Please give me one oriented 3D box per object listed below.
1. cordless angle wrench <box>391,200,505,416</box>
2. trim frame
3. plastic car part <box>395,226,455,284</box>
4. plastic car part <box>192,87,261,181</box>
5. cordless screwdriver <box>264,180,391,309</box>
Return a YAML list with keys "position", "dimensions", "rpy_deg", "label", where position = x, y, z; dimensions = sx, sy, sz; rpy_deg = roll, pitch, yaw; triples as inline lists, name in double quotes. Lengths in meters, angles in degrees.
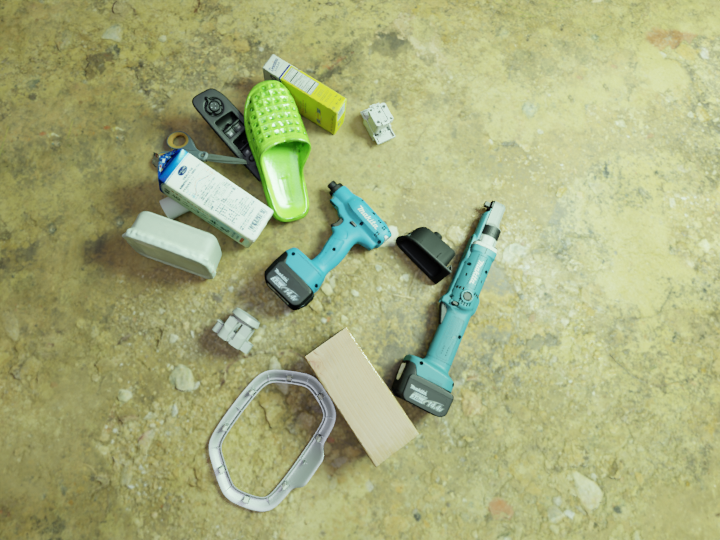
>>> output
- position: [0.187, 0.052, 0.789]
  dimensions: [0.099, 0.074, 0.424]
  rpy_deg: [26, 76, 2]
  label: "cordless angle wrench"
- position: [-0.154, 0.295, 0.748]
  dimensions: [0.186, 0.027, 0.248]
  rpy_deg: [37, 77, 6]
  label: "trim frame"
- position: [0.135, -0.043, 0.817]
  dimensions: [0.070, 0.065, 0.119]
  rpy_deg: [-37, 79, -25]
  label: "plastic car part"
- position: [-0.245, -0.271, 0.840]
  dimensions: [0.066, 0.069, 0.197]
  rpy_deg: [-43, 108, -4]
  label: "plastic car part"
- position: [-0.079, -0.051, 0.805]
  dimensions: [0.247, 0.074, 0.162]
  rpy_deg: [-41, 82, -13]
  label: "cordless screwdriver"
